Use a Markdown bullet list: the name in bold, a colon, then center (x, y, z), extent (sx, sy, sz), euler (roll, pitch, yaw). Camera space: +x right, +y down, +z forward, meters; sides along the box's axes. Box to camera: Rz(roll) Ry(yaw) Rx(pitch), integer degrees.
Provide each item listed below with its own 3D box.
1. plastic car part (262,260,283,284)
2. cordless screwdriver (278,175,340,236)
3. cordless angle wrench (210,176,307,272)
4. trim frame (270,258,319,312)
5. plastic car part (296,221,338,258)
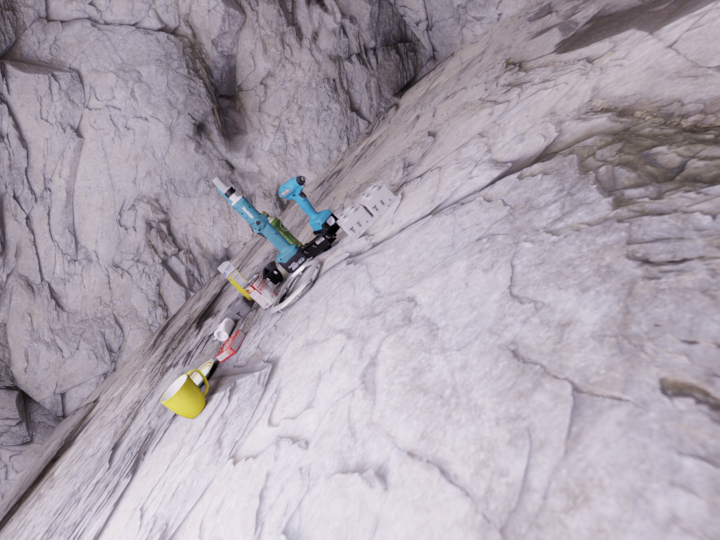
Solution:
- **plastic car part**: center (-0.310, 0.015, 1.527), extent (0.066, 0.069, 0.120), euler (-43, 17, 1)
- **cordless screwdriver**: center (-0.169, -0.225, 1.485), extent (0.074, 0.242, 0.164), euler (-51, 17, -28)
- **cordless angle wrench**: center (-0.359, -0.168, 1.485), extent (0.098, 0.412, 0.076), euler (-43, 13, 3)
- **trim frame**: center (-0.201, 0.045, 1.306), extent (0.187, 0.027, 0.251), euler (-34, 21, 25)
- **plastic car part**: center (-0.138, -0.090, 1.407), extent (0.209, 0.065, 0.066), euler (-24, 25, 46)
